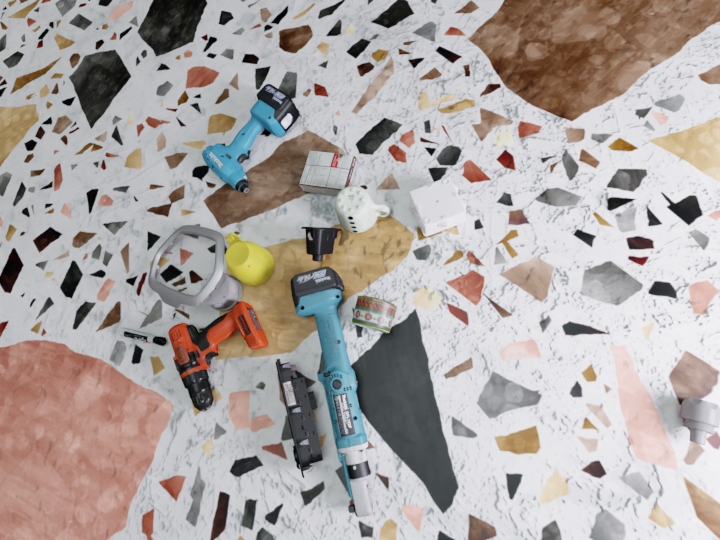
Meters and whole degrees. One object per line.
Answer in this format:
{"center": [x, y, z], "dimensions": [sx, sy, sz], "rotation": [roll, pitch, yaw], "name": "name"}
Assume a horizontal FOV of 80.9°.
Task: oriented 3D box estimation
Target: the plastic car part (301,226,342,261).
{"center": [-0.083, -0.054, 0.852], "dimensions": [0.068, 0.114, 0.070], "rotation": [3, 98, 13], "name": "plastic car part"}

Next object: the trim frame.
{"center": [-0.381, -0.011, 0.922], "dimensions": [0.261, 0.026, 0.185], "rotation": [12, 74, 34], "name": "trim frame"}

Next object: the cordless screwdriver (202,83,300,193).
{"center": [-0.246, -0.306, 0.998], "dimensions": [0.249, 0.071, 0.166], "rotation": [-46, 67, 1], "name": "cordless screwdriver"}

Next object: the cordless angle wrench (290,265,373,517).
{"center": [-0.040, 0.205, 0.768], "dimensions": [0.099, 0.071, 0.434], "rotation": [-17, 70, 8], "name": "cordless angle wrench"}

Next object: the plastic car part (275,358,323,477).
{"center": [-0.111, 0.263, 0.774], "dimensions": [0.065, 0.066, 0.209], "rotation": [-7, 66, -16], "name": "plastic car part"}
